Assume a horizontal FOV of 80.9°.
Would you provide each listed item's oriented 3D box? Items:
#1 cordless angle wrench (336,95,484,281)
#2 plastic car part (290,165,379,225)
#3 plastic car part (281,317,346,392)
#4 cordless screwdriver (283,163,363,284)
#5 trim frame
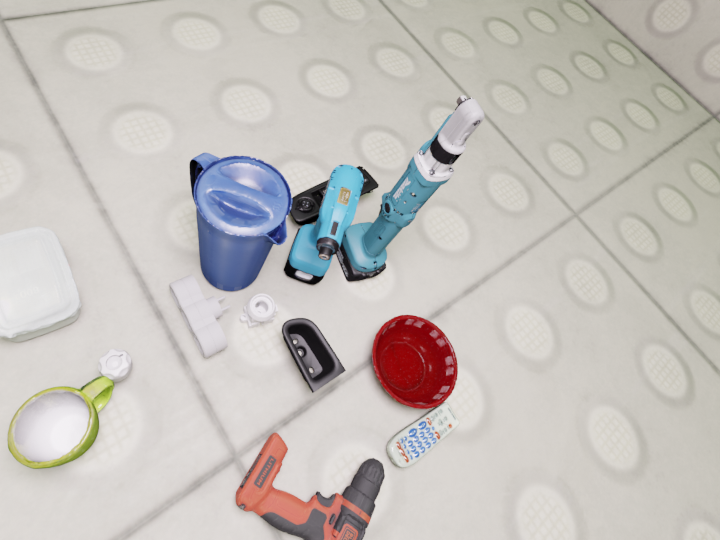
[{"bbox_3d":[0.063,-0.104,0.672,0.072,0.423,0.101,-12,71,-27],"label":"cordless angle wrench"},{"bbox_3d":[-0.064,-0.147,0.865,0.198,0.067,0.068,-28,76,-28],"label":"plastic car part"},{"bbox_3d":[-0.089,0.137,0.700,0.064,0.071,0.120,-26,74,-29],"label":"plastic car part"},{"bbox_3d":[-0.069,-0.045,0.701,0.073,0.249,0.162,21,59,-12],"label":"cordless screwdriver"},{"bbox_3d":[0.006,0.286,0.675,0.180,0.027,0.254,12,60,-11],"label":"trim frame"}]
